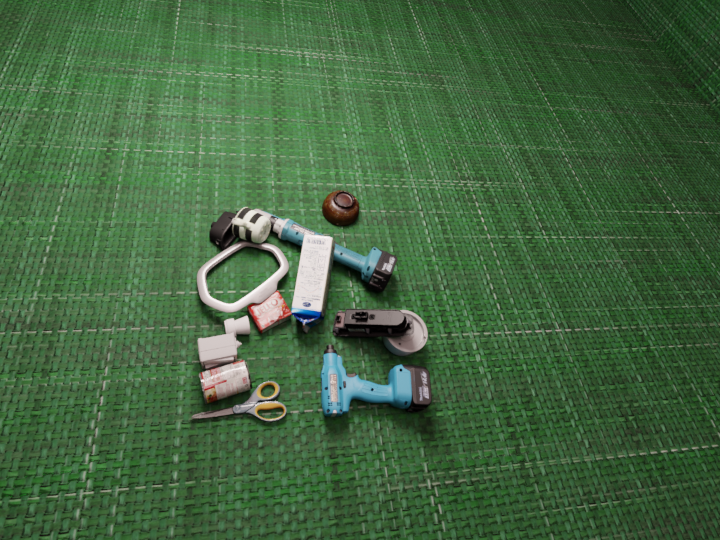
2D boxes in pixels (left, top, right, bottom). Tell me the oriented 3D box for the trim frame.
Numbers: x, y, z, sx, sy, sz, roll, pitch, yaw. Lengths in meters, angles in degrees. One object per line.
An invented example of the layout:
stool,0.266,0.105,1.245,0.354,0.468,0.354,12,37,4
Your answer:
trim frame,-0.299,0.009,1.079,0.192,0.027,0.244,34,52,21

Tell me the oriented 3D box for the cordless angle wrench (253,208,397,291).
cordless angle wrench,-0.113,-0.074,1.156,0.430,0.073,0.098,24,43,8

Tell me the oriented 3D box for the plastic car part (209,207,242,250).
plastic car part,-0.368,-0.117,1.146,0.074,0.064,0.116,23,59,19

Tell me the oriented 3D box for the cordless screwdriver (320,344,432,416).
cordless screwdriver,0.031,0.252,0.983,0.246,0.073,0.164,0,59,-7

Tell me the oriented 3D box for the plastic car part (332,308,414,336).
plastic car part,0.027,0.119,1.020,0.209,0.064,0.067,1,49,19
